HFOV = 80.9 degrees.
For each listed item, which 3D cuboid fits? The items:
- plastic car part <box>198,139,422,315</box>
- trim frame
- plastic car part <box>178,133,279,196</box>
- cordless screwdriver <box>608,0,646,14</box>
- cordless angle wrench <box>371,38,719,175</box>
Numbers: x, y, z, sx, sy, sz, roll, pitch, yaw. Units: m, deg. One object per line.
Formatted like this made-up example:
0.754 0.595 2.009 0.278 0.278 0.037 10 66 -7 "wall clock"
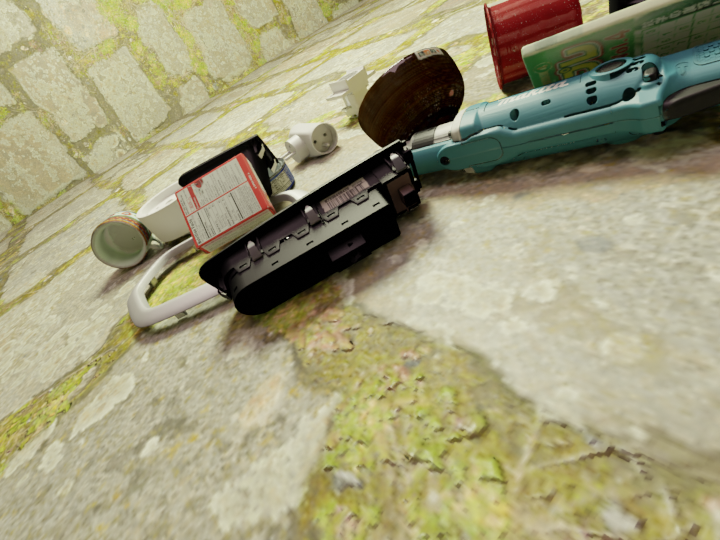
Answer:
-0.034 -0.022 0.352 0.204 0.063 0.070 -27 56 4 "plastic car part"
-0.157 -0.020 0.474 0.251 0.026 0.191 -27 33 9 "trim frame"
-0.152 -0.098 0.503 0.117 0.063 0.073 -26 69 8 "plastic car part"
0.344 -0.245 0.329 0.261 0.071 0.159 4 45 38 "cordless screwdriver"
0.179 -0.115 0.291 0.443 0.071 0.098 -3 40 40 "cordless angle wrench"
